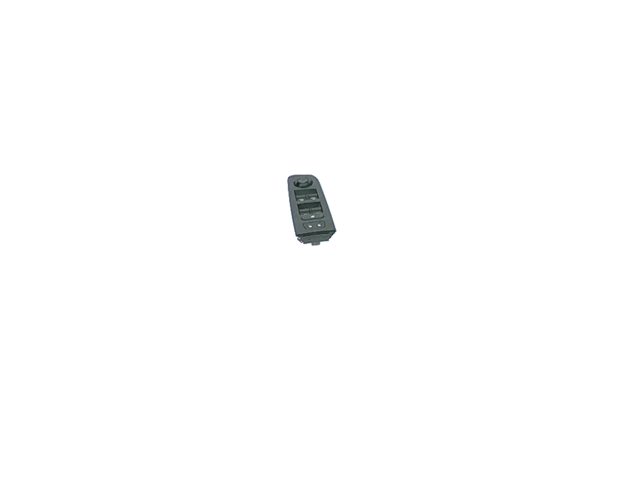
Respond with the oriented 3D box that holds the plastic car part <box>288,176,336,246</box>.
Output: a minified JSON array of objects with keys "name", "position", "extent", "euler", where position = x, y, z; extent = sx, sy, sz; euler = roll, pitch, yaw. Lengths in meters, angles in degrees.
[{"name":"plastic car part","position":[-0.019,-0.053,0.769],"extent":[0.066,0.067,0.203],"euler":[-13,42,-1]}]
